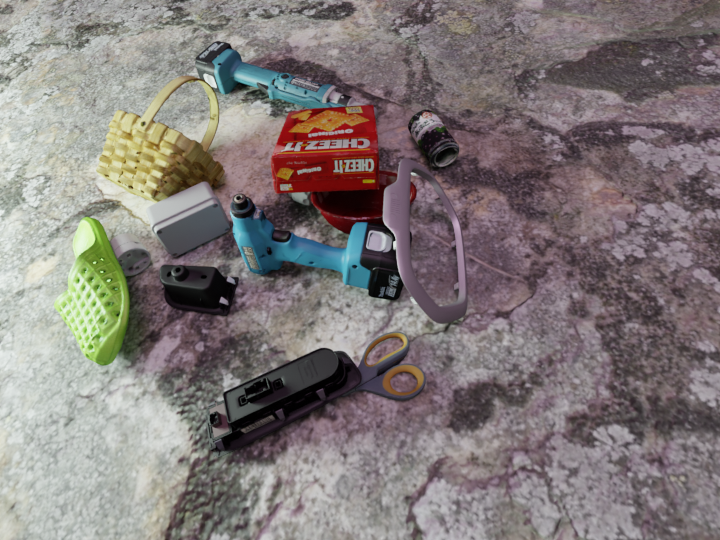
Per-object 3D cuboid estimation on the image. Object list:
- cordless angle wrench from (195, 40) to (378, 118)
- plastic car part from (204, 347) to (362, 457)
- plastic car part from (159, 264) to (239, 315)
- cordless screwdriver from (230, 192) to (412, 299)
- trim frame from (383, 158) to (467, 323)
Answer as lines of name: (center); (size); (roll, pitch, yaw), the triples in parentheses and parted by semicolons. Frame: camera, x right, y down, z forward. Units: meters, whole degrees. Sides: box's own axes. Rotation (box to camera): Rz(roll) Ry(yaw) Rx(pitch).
cordless angle wrench: (-0.156, -0.383, 0.886); (0.439, 0.072, 0.098); (25, 63, 20)
plastic car part: (-0.100, 0.147, 0.518); (0.202, 0.064, 0.070); (-22, 43, -5)
plastic car part: (-0.251, 0.019, 0.628); (0.118, 0.068, 0.067); (6, 56, 7)
cordless screwdriver: (-0.057, -0.038, 0.587); (0.254, 0.154, 0.075); (9, 58, 10)
trim frame: (0.094, -0.045, 0.577); (0.028, 0.174, 0.254); (-22, 48, 37)
